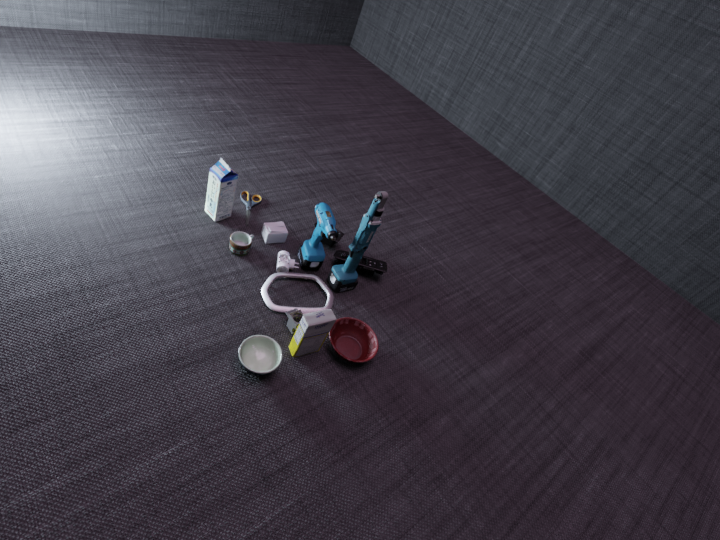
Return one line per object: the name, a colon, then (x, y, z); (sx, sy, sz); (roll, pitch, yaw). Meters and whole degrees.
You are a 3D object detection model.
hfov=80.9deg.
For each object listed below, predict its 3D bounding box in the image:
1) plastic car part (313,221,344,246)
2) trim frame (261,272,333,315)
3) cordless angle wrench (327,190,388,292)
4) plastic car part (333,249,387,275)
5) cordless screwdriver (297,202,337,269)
plastic car part: (-0.133, -0.135, 1.636); (0.119, 0.070, 0.065); (30, 42, 8)
trim frame: (-0.209, 0.080, 1.412); (0.241, 0.027, 0.192); (4, 45, -19)
cordless angle wrench: (0.000, -0.090, 1.383); (0.094, 0.419, 0.078); (-9, 52, -34)
plastic car part: (-0.006, -0.025, 1.576); (0.202, 0.066, 0.067); (19, 42, -4)
cordless screwdriver: (-0.142, -0.093, 1.457); (0.072, 0.246, 0.167); (1, 47, -26)
